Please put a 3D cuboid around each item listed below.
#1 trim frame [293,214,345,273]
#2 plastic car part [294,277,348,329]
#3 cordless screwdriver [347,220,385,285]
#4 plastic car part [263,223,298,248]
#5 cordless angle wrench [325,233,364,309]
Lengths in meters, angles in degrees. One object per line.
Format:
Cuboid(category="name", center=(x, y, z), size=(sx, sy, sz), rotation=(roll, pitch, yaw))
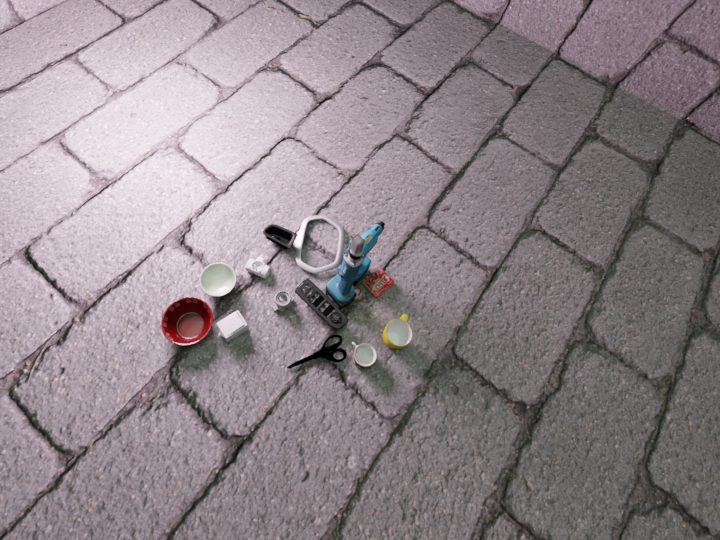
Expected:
Cuboid(category="trim frame", center=(-0.152, -0.099, 1.551), size=(0.184, 0.027, 0.253), rotation=(7, 63, -2))
Cuboid(category="plastic car part", center=(-0.131, 0.121, 1.420), size=(0.209, 0.066, 0.065), rotation=(41, 66, 14))
Cuboid(category="cordless screwdriver", center=(0.010, -0.058, 1.423), size=(0.076, 0.245, 0.158), rotation=(37, 65, 7))
Cuboid(category="plastic car part", center=(-0.292, -0.116, 1.522), size=(0.118, 0.070, 0.066), rotation=(25, 64, 6))
Cuboid(category="cordless angle wrench", center=(-0.037, 0.004, 1.292), size=(0.073, 0.417, 0.101), rotation=(-38, 77, -23))
